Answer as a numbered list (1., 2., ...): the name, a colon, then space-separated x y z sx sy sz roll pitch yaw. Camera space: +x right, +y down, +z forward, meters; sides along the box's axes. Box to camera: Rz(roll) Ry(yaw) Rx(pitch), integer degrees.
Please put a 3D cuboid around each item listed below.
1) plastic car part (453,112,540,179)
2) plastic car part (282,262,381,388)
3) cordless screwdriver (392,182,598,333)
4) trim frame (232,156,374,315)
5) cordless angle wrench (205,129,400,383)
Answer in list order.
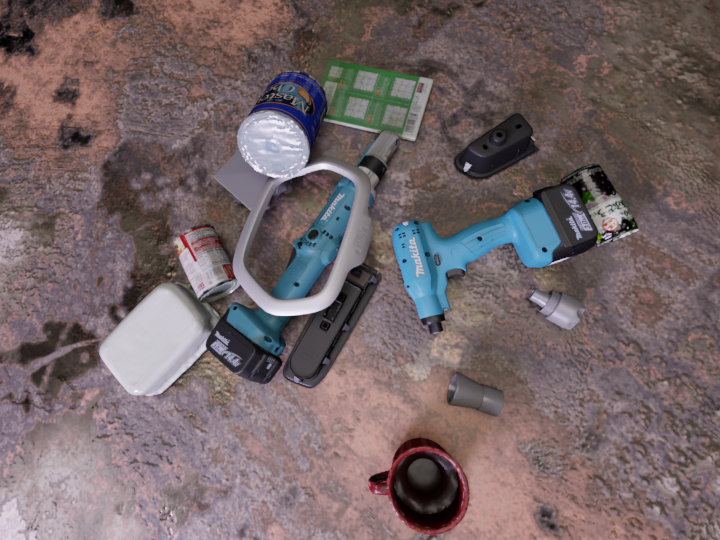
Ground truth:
1. plastic car part: 0.201 -0.185 0.616 0.116 0.069 0.068 -30 76 -2
2. plastic car part: -0.043 0.076 0.602 0.067 0.066 0.203 29 86 4
3. cordless screwdriver: 0.181 -0.016 0.580 0.252 0.072 0.162 -15 76 9
4. trim frame: -0.077 -0.055 0.585 0.191 0.026 0.251 9 66 20
5. cordless angle wrench: -0.061 -0.040 0.622 0.103 0.070 0.423 27 78 33
